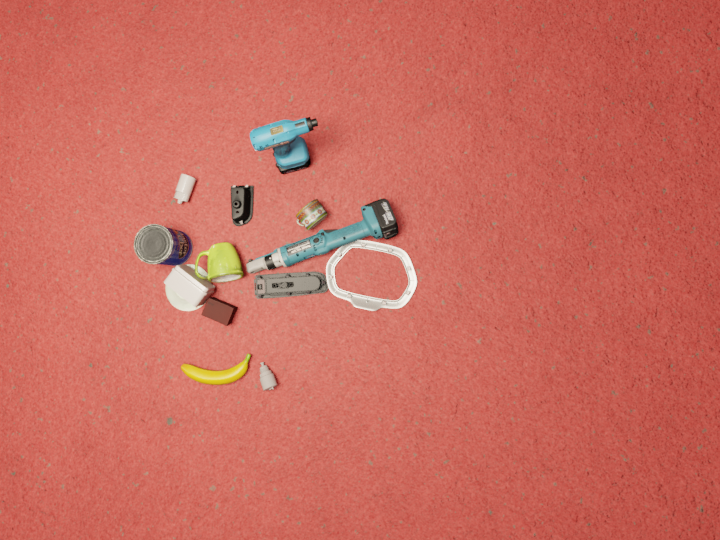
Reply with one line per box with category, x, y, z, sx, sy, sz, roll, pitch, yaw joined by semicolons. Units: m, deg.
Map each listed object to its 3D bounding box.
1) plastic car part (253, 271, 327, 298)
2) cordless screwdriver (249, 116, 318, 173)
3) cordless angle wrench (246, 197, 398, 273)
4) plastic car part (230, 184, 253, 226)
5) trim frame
plastic car part;-0.191;0.036;1.144;0.203;0.066;0.067;-4;80;0
cordless screwdriver;-0.171;-0.321;1.075;0.160;0.246;0.075;-15;89;4
cordless angle wrench;-0.111;-0.073;1.139;0.426;0.071;0.101;-20;64;6
plastic car part;-0.333;-0.184;1.164;0.066;0.070;0.117;-1;83;2
trim frame;0.029;0.014;1.148;0.250;0.027;0.184;12;87;3
